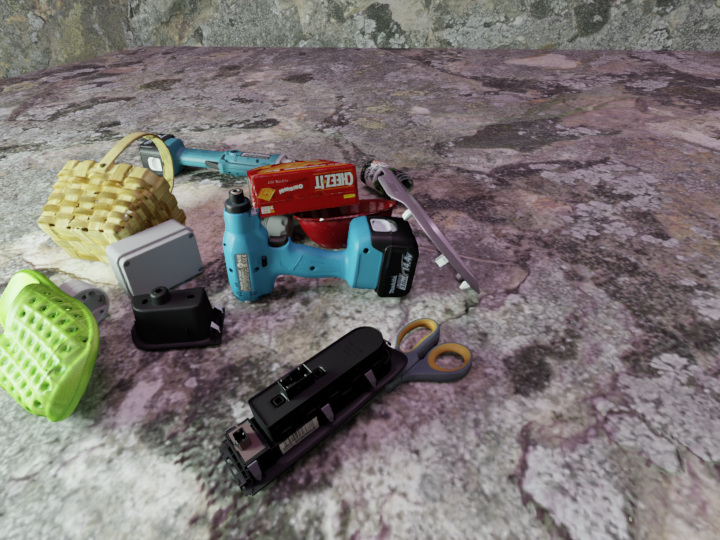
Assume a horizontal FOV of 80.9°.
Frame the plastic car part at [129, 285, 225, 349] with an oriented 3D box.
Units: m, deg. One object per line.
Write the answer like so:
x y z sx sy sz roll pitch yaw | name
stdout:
-0.232 0.052 0.519 0.116 0.069 0.068 -3 34 -6 | plastic car part

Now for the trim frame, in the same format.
0.089 -0.061 0.584 0.028 0.175 0.259 -37 35 14 | trim frame

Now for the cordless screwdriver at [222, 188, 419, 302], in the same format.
-0.054 -0.035 0.552 0.248 0.154 0.077 -1 35 -2 | cordless screwdriver

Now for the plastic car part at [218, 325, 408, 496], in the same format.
-0.043 0.115 0.412 0.198 0.065 0.070 -28 28 -27 | plastic car part

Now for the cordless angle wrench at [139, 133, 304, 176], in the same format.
-0.273 -0.234 0.921 0.433 0.072 0.098 9 37 13 | cordless angle wrench
